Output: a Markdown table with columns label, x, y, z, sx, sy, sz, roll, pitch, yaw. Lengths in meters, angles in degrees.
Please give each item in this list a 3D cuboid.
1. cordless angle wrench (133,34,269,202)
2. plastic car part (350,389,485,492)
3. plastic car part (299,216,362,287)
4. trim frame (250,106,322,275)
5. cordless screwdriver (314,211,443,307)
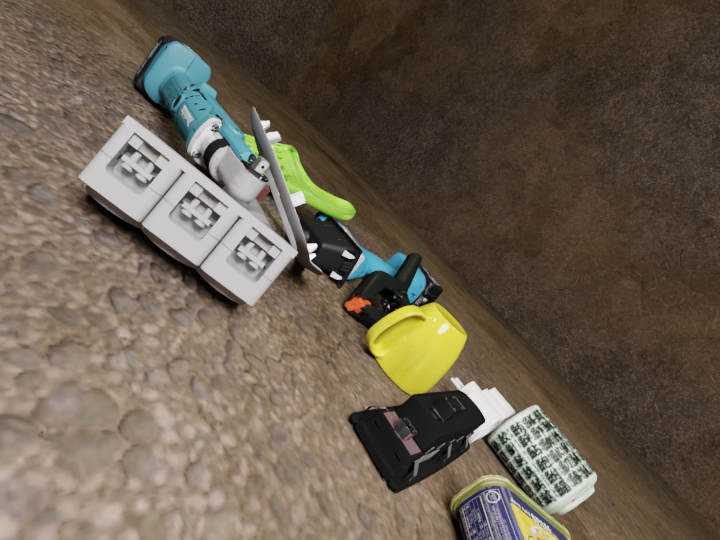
| label | x | y | z | sx | sy | sz | roll | pitch | yaw |
| --- | --- | --- | --- | --- | --- | --- | --- | --- | --- |
| cordless angle wrench | -0.196 | -0.189 | 0.507 | 0.070 | 0.098 | 0.447 | 30 | 14 | -45 |
| plastic car part | 0.070 | 0.145 | 0.405 | 0.070 | 0.067 | 0.192 | 44 | 9 | 32 |
| plastic car part | -0.060 | -0.039 | 0.612 | 0.067 | 0.066 | 0.123 | 13 | 26 | -38 |
| trim frame | -0.084 | -0.079 | 0.483 | 0.249 | 0.027 | 0.186 | 141 | -71 | -79 |
| cordless screwdriver | 0.024 | -0.017 | 0.747 | 0.235 | 0.074 | 0.168 | 27 | 20 | -38 |
